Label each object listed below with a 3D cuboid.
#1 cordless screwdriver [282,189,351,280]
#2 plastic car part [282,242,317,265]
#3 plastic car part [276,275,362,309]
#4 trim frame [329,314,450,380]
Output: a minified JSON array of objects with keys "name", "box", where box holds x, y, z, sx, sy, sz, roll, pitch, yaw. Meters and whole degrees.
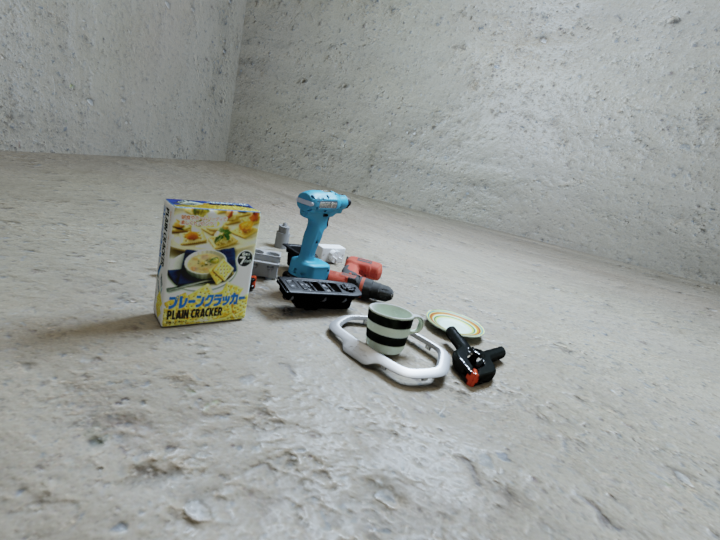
[{"name":"cordless screwdriver","box":[-0.096,-0.063,0.982,0.078,0.246,0.152,23,18,34]},{"name":"plastic car part","box":[-0.162,-0.025,1.122,0.063,0.070,0.123,3,18,-30]},{"name":"plastic car part","box":[-0.085,0.055,0.916,0.194,0.066,0.070,1,19,-32]},{"name":"trim frame","box":[0.052,0.138,0.799,0.176,0.027,0.263,-5,23,-44]}]
